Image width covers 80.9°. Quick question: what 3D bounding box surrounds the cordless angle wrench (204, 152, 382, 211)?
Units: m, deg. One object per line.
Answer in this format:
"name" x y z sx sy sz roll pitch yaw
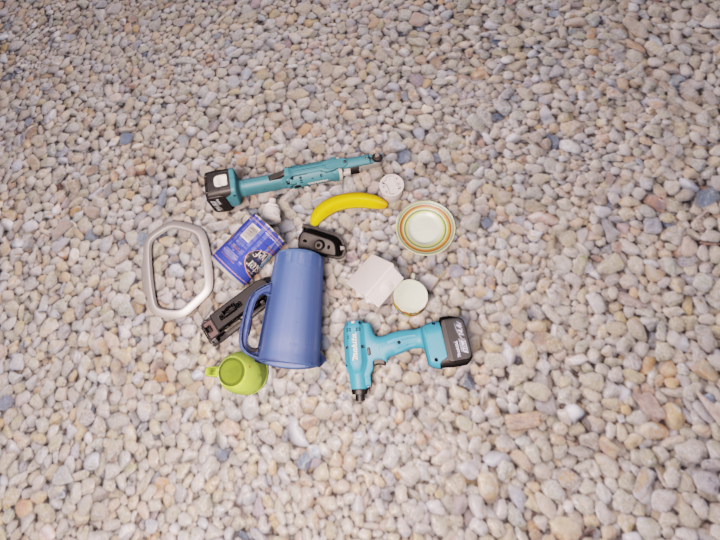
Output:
"cordless angle wrench" -0.156 -0.225 1.014 0.424 0.095 0.076 -11 73 1

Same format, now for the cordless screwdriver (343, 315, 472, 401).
"cordless screwdriver" 0.092 0.174 0.850 0.253 0.072 0.162 -6 72 11

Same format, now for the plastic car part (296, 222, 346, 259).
"plastic car part" -0.093 -0.061 0.947 0.120 0.069 0.065 16 98 14

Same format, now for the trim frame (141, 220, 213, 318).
"trim frame" -0.445 -0.006 1.017 0.185 0.027 0.255 -16 72 3

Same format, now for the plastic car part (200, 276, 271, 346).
"plastic car part" -0.271 0.080 0.945 0.202 0.064 0.069 -36 66 -6
